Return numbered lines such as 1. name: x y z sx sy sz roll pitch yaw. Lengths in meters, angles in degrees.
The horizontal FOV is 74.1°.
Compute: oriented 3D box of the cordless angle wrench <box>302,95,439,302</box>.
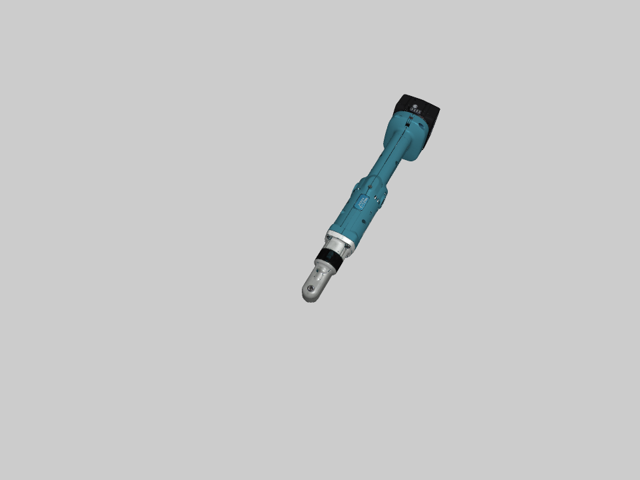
1. cordless angle wrench: 0.082 -0.075 0.719 0.074 0.421 0.098 27 -24 12
